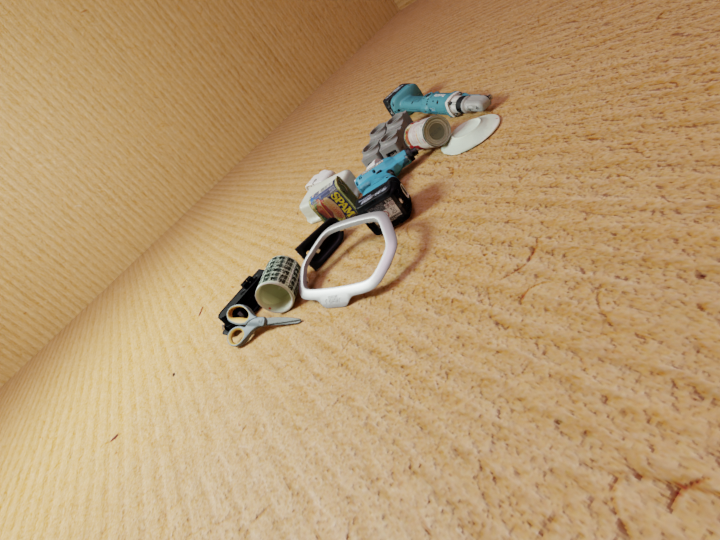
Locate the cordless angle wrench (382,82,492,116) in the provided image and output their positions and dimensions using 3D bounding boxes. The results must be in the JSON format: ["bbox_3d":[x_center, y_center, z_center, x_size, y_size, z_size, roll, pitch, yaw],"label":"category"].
[{"bbox_3d":[0.191,-0.435,1.098,0.098,0.071,0.443,-42,30,-1],"label":"cordless angle wrench"}]

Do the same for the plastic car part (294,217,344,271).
[{"bbox_3d":[-0.091,-0.060,0.933,0.116,0.065,0.073,-48,13,-19],"label":"plastic car part"}]

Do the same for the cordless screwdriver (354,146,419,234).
[{"bbox_3d":[0.064,-0.183,0.895,0.161,0.071,0.255,-32,25,17],"label":"cordless screwdriver"}]

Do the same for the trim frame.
[{"bbox_3d":[-0.030,-0.020,0.780,0.259,0.026,0.187,-11,55,42],"label":"trim frame"}]

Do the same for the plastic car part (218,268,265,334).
[{"bbox_3d":[-0.249,0.058,0.957,0.070,0.064,0.202,11,59,50],"label":"plastic car part"}]
